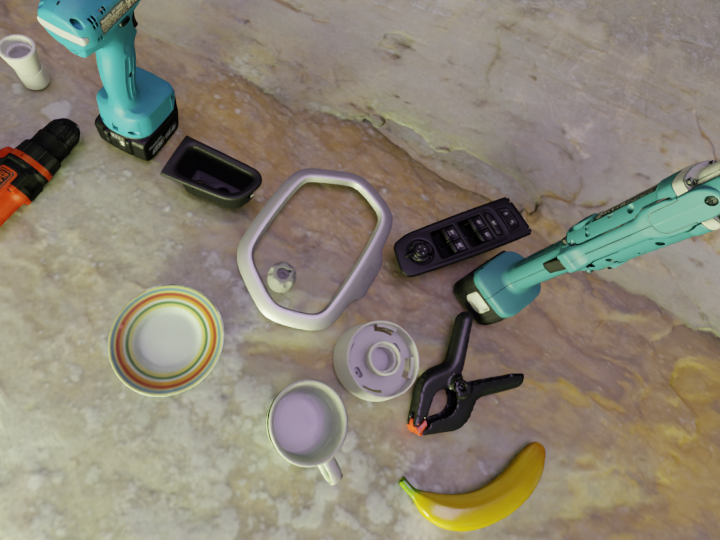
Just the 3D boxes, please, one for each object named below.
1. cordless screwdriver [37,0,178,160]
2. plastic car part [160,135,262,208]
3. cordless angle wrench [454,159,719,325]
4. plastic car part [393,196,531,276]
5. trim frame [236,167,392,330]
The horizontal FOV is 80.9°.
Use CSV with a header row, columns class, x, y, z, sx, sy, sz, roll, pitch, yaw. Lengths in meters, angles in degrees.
class,x,y,z,sx,sy,sz,roll,pitch,yaw
cordless screwdriver,-0.268,-0.253,0.502,0.074,0.249,0.160,27,68,-6
plastic car part,-0.192,-0.116,0.562,0.116,0.071,0.066,25,68,-3
cordless angle wrench,0.240,-0.028,0.425,0.096,0.424,0.075,-31,84,-22
plastic car part,0.133,-0.041,0.601,0.199,0.067,0.068,-19,77,-18
trim frame,-0.057,-0.037,0.583,0.185,0.027,0.248,31,67,1
